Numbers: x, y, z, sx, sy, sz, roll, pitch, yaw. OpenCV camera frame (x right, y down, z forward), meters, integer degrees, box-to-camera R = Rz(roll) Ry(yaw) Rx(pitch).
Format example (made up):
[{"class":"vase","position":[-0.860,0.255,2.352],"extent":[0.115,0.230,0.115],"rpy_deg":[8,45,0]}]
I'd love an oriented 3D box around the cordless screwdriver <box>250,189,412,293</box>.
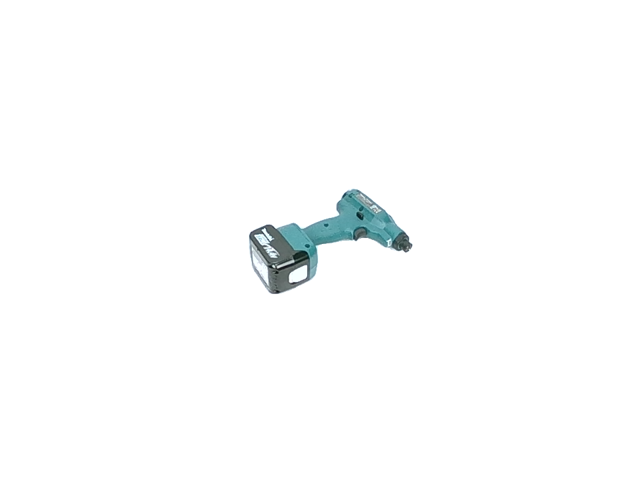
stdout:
[{"class":"cordless screwdriver","position":[0.019,0.007,0.701],"extent":[0.247,0.074,0.159],"rpy_deg":[-26,51,-27]}]
